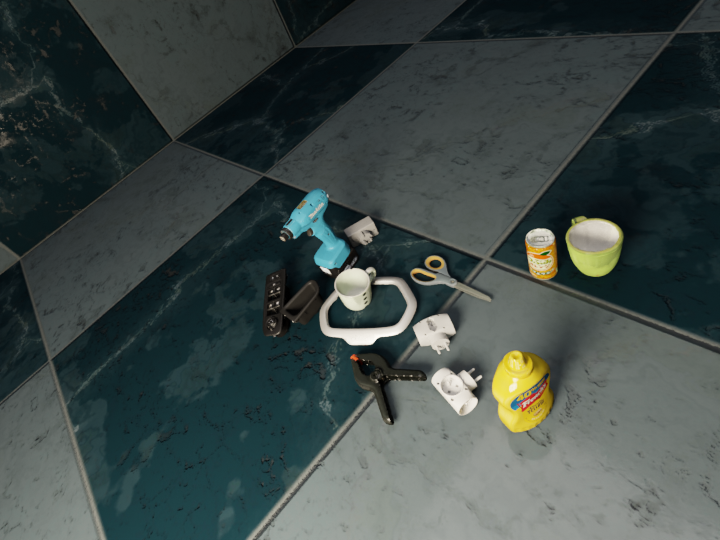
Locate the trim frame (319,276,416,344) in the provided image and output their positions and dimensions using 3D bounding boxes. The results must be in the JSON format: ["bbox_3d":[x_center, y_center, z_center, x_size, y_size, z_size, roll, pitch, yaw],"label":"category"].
[{"bbox_3d":[0.013,0.092,1.011,0.257,0.026,0.187,-6,48,25],"label":"trim frame"}]

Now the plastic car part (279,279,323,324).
[{"bbox_3d":[-0.134,0.090,1.065,0.070,0.067,0.116,26,65,43],"label":"plastic car part"}]

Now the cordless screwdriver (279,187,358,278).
[{"bbox_3d":[-0.105,-0.069,1.074,0.078,0.236,0.158,17,58,39],"label":"cordless screwdriver"}]

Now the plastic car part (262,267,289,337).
[{"bbox_3d":[-0.218,0.094,1.112,0.067,0.064,0.210,-17,44,13],"label":"plastic car part"}]
